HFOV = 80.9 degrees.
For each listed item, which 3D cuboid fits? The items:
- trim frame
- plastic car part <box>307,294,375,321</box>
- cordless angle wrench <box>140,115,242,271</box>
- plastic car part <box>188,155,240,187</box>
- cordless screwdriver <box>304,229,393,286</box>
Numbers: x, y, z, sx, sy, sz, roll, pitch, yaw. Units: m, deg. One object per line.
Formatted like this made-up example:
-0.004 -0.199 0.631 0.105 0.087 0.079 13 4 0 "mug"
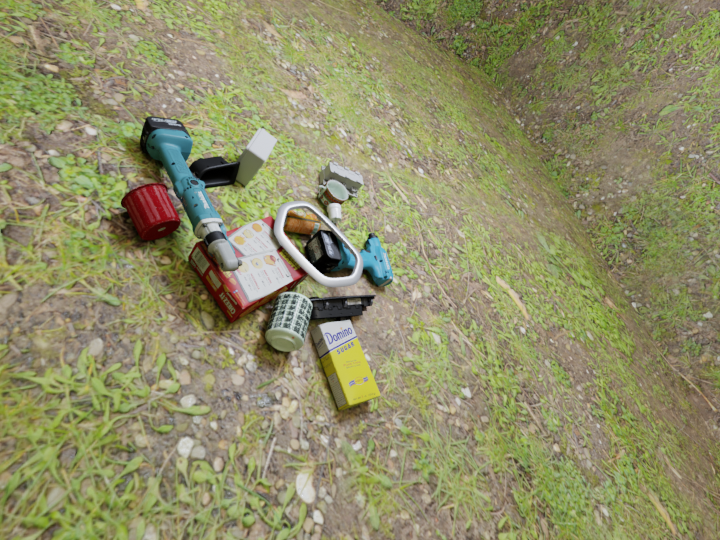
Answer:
-0.095 -0.062 0.970 0.251 0.028 0.181 43 44 4 "trim frame"
-0.057 0.086 0.975 0.193 0.069 0.067 6 81 -38 "plastic car part"
-0.347 -0.161 0.867 0.093 0.074 0.442 -6 50 -43 "cordless angle wrench"
-0.357 -0.241 1.006 0.112 0.065 0.074 -20 57 -43 "plastic car part"
-0.025 -0.051 1.103 0.236 0.075 0.165 13 50 -37 "cordless screwdriver"
